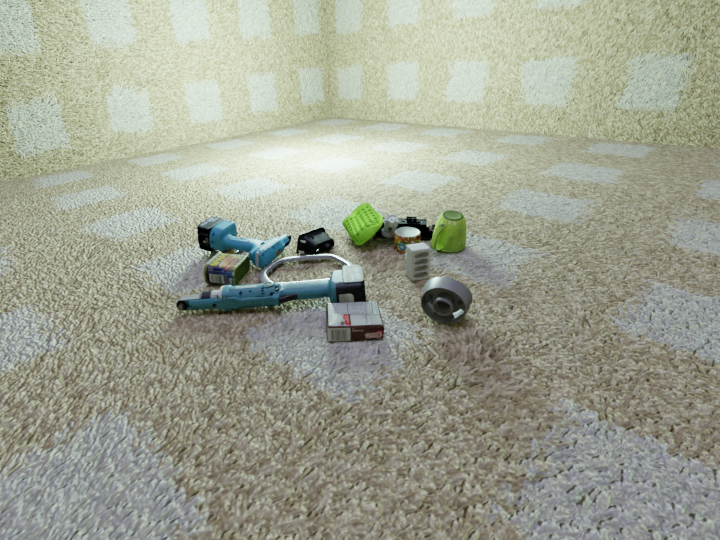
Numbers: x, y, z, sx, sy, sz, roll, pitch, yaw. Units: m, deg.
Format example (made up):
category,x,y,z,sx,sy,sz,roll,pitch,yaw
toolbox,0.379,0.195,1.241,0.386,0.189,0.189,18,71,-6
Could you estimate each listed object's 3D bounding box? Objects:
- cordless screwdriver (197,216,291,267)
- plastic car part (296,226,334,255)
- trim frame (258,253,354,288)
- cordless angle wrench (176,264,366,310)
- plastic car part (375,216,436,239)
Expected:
category,x,y,z,sx,sy,sz,roll,pitch,yaw
cordless screwdriver,-0.330,-0.090,1.206,0.259,0.072,0.157,17,33,21
plastic car part,-0.118,-0.077,1.208,0.075,0.065,0.113,36,41,30
trim frame,-0.136,0.005,1.079,0.247,0.027,0.190,-5,26,-6
cordless angle wrench,-0.203,0.055,0.950,0.425,0.072,0.100,-5,26,2
plastic car part,0.134,-0.128,1.266,0.208,0.065,0.067,1,34,15
